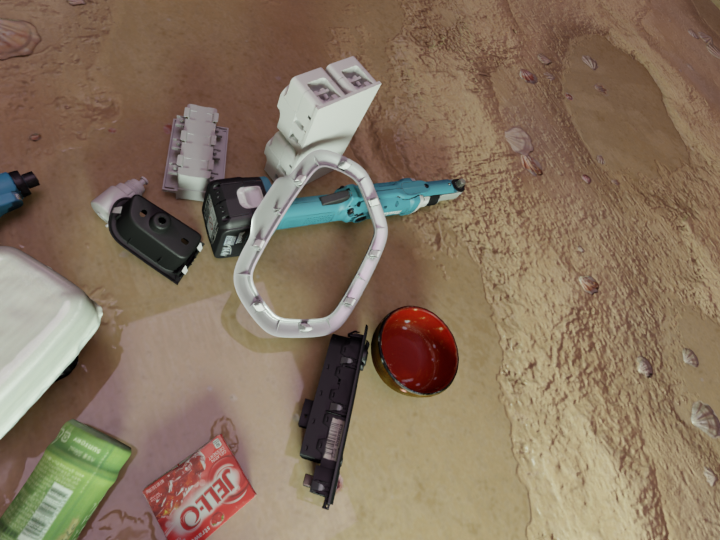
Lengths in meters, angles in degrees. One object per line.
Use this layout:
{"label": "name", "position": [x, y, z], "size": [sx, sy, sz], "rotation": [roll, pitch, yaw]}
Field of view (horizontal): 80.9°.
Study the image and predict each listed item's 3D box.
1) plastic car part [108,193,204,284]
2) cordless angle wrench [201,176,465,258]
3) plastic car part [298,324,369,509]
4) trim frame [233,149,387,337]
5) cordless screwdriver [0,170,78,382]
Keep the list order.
{"label": "plastic car part", "position": [-0.238, -0.045, 0.501], "size": [0.111, 0.073, 0.066], "rotation": [41, 56, -26]}
{"label": "cordless angle wrench", "position": [-0.010, -0.099, 0.620], "size": [0.409, 0.099, 0.076], "rotation": [-12, 72, -28]}
{"label": "plastic car part", "position": [-0.032, 0.159, 0.498], "size": [0.069, 0.064, 0.205], "rotation": [10, 60, 15]}
{"label": "trim frame", "position": [-0.051, -0.033, 0.522], "size": [0.176, 0.029, 0.249], "rotation": [38, 70, -24]}
{"label": "cordless screwdriver", "position": [-0.380, 0.005, 0.447], "size": [0.156, 0.074, 0.254], "rotation": [-33, 77, -29]}
